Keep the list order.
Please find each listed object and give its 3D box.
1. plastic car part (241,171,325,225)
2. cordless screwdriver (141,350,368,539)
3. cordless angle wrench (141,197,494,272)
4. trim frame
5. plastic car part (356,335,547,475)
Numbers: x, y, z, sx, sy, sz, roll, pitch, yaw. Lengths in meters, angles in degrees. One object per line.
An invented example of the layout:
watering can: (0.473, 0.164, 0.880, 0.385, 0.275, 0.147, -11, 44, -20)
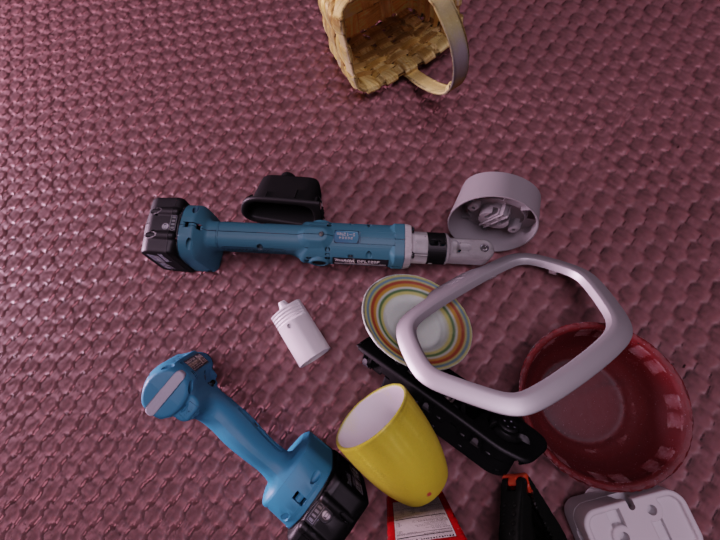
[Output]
plastic car part: (-0.100, -0.102, 0.576, 0.119, 0.063, 0.072, 11, 60, 13)
cordless screwdriver: (-0.113, 0.178, 0.461, 0.249, 0.159, 0.074, 39, 83, -1)
cordless angle wrench: (-0.052, -0.034, 0.531, 0.427, 0.095, 0.075, 3, 71, 5)
trim frame: (0.159, 0.054, 0.455, 0.244, 0.026, 0.195, -29, 43, -17)
plastic car part: (0.085, 0.143, 0.451, 0.214, 0.063, 0.066, 26, 108, 32)
